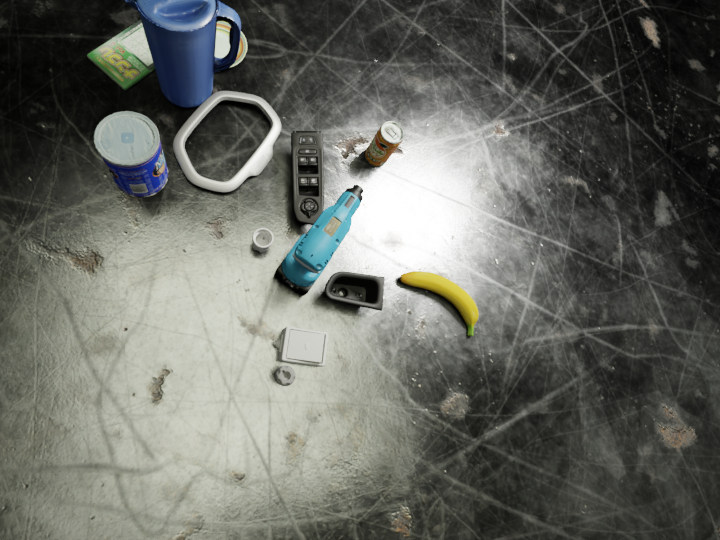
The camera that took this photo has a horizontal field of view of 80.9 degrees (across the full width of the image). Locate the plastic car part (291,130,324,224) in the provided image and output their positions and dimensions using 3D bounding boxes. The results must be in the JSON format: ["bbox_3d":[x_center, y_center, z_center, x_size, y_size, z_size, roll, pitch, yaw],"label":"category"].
[{"bbox_3d":[-0.112,-0.186,0.875,0.065,0.067,0.207,1,74,-16],"label":"plastic car part"}]

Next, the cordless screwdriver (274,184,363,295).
[{"bbox_3d":[-0.073,-0.048,0.744,0.074,0.251,0.159,36,69,-7],"label":"cordless screwdriver"}]

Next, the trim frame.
[{"bbox_3d":[-0.274,-0.274,0.885,0.183,0.027,0.249,32,69,-2],"label":"trim frame"}]

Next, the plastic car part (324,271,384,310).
[{"bbox_3d":[-0.020,0.041,0.824,0.114,0.071,0.067,10,73,-12],"label":"plastic car part"}]
